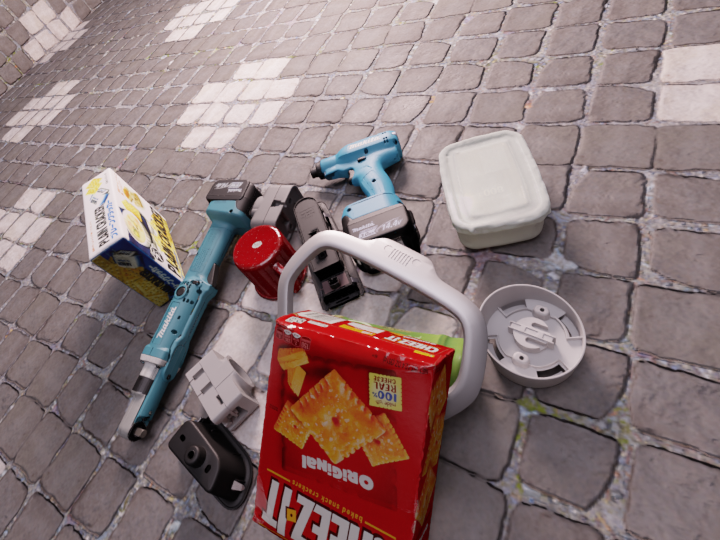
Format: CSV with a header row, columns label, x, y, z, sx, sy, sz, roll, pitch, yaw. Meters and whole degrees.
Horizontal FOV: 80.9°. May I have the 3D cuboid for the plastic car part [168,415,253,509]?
label,x,y,z,sx,sy,sz,roll,pitch,yaw
plastic car part,-0.184,0.221,0.503,0.123,0.067,0.066,26,71,38

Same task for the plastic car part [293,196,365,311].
label,x,y,z,sx,sy,sz,roll,pitch,yaw
plastic car part,-0.062,-0.041,0.638,0.067,0.063,0.212,-31,48,10

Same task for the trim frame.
label,x,y,z,sx,sy,sz,roll,pitch,yaw
trim frame,0.008,0.058,0.452,0.261,0.026,0.183,29,98,28

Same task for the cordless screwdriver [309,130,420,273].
label,x,y,z,sx,sy,sz,roll,pitch,yaw
cordless screwdriver,-0.001,-0.112,0.651,0.162,0.070,0.257,-17,48,13

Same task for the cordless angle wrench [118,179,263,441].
label,x,y,z,sx,sy,sz,roll,pitch,yaw
cordless angle wrench,-0.264,0.043,0.666,0.102,0.070,0.428,3,61,26
